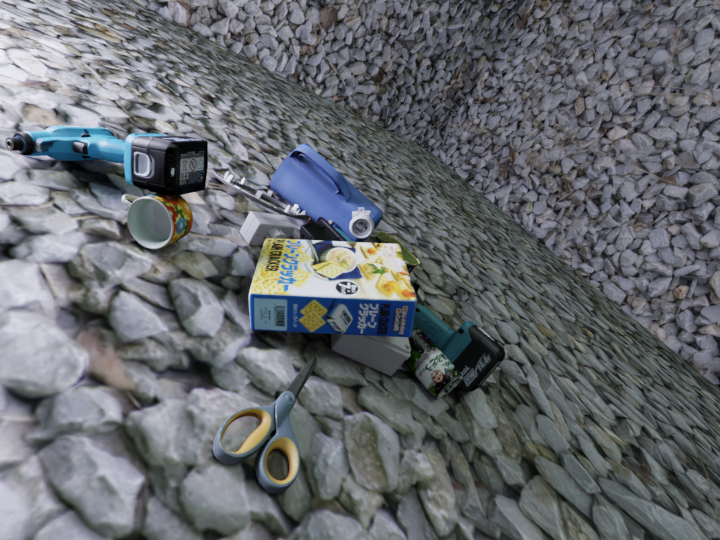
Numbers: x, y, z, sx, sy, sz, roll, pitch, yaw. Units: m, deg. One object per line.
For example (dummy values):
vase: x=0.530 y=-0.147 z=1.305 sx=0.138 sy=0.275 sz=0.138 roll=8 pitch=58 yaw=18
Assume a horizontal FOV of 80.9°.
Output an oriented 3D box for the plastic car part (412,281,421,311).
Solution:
plastic car part: x=0.018 y=0.012 z=0.731 sx=0.212 sy=0.067 sz=0.063 roll=27 pitch=-5 yaw=22

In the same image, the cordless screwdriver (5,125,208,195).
cordless screwdriver: x=-0.353 y=-0.166 z=0.602 sx=0.258 sy=0.073 sz=0.156 roll=15 pitch=20 yaw=19

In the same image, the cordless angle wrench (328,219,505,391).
cordless angle wrench: x=0.060 y=0.038 z=0.784 sx=0.445 sy=0.098 sz=0.070 roll=42 pitch=10 yaw=30

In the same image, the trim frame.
trim frame: x=-0.180 y=-0.142 z=0.824 sx=0.188 sy=0.027 sz=0.243 roll=30 pitch=5 yaw=10

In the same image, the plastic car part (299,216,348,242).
plastic car part: x=-0.080 y=-0.053 z=0.822 sx=0.068 sy=0.065 sz=0.123 roll=-11 pitch=44 yaw=-39
